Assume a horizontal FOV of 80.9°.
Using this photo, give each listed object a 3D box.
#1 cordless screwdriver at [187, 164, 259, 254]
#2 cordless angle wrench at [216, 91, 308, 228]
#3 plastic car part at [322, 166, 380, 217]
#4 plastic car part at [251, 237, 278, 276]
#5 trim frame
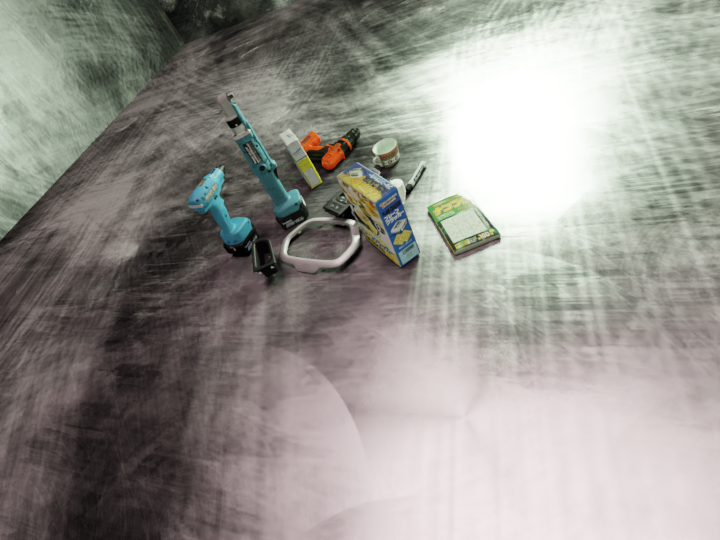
[{"bbox_3d":[-0.381,-0.170,1.218,0.077,0.236,0.161,0,51,27],"label":"cordless screwdriver"},{"bbox_3d":[-0.267,-0.288,1.145,0.098,0.401,0.078,-24,44,4],"label":"cordless angle wrench"},{"bbox_3d":[-0.012,-0.212,1.186,0.070,0.063,0.202,23,65,40],"label":"plastic car part"},{"bbox_3d":[-0.253,-0.030,1.147,0.066,0.067,0.122,-25,44,5],"label":"plastic car part"},{"bbox_3d":[-0.112,-0.073,1.141,0.261,0.026,0.185,7,55,32],"label":"trim frame"}]
